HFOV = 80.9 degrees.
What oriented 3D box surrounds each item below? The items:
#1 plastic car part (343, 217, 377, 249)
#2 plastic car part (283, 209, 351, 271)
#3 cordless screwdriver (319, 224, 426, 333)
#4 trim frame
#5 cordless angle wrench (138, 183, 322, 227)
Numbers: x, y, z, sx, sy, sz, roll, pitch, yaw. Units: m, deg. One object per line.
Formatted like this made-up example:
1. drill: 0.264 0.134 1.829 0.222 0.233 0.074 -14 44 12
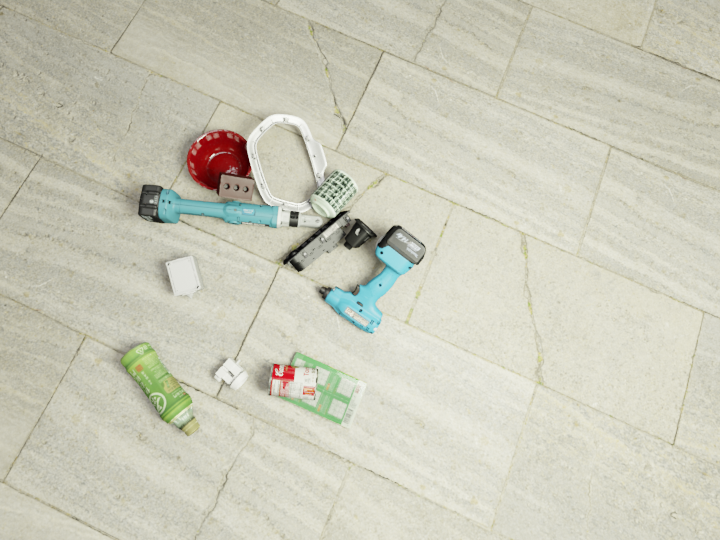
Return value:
1. plastic car part: -0.009 -0.080 1.003 0.067 0.115 0.071 43 102 2
2. plastic car part: -0.100 -0.065 1.019 0.201 0.069 0.065 -37 110 -11
3. cordless screwdriver: 0.026 0.006 0.963 0.161 0.074 0.248 34 102 4
4. trim frame: -0.176 -0.264 1.042 0.180 0.028 0.247 -18 92 -17
5. cordless angle wrench: -0.301 -0.137 1.010 0.419 0.098 0.075 6 82 -5
